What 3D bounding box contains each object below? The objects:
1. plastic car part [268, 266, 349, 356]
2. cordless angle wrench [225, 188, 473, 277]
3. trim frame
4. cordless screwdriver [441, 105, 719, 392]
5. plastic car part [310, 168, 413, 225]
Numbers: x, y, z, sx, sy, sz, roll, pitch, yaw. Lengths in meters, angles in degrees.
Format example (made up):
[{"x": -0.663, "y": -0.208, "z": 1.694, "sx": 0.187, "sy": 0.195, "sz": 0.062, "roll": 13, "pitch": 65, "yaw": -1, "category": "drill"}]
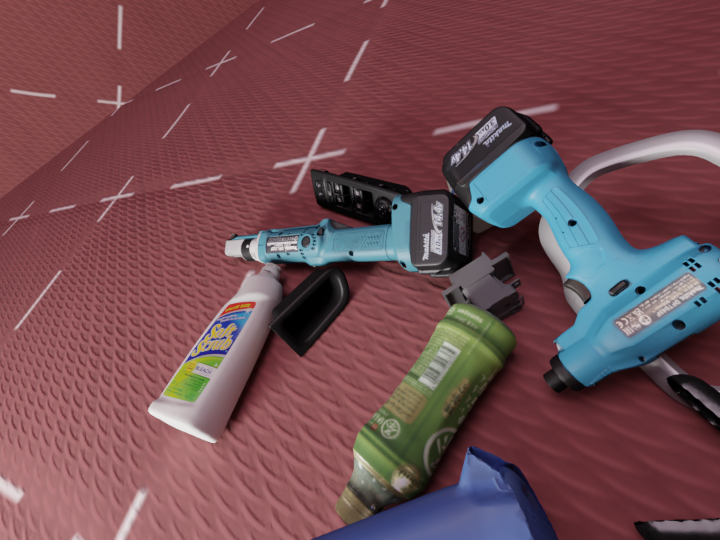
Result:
[{"x": -0.073, "y": 0.044, "z": 0.571, "sx": 0.116, "sy": 0.063, "sz": 0.074, "roll": -48, "pitch": 29, "yaw": -16, "category": "plastic car part"}, {"x": -0.060, "y": -0.039, "z": 0.613, "sx": 0.443, "sy": 0.070, "sz": 0.099, "roll": -1, "pitch": 80, "yaw": 38, "category": "cordless angle wrench"}, {"x": 0.265, "y": -0.008, "z": 0.351, "sx": 0.186, "sy": 0.026, "sz": 0.260, "roll": -46, "pitch": 53, "yaw": 27, "category": "trim frame"}, {"x": 0.169, "y": -0.027, "z": 0.391, "sx": 0.160, "sy": 0.070, "sz": 0.261, "roll": -48, "pitch": 53, "yaw": 24, "category": "cordless screwdriver"}, {"x": 0.006, "y": -0.115, "z": 0.651, "sx": 0.065, "sy": 0.064, "sz": 0.215, "roll": -21, "pitch": 32, "yaw": -31, "category": "plastic car part"}]
